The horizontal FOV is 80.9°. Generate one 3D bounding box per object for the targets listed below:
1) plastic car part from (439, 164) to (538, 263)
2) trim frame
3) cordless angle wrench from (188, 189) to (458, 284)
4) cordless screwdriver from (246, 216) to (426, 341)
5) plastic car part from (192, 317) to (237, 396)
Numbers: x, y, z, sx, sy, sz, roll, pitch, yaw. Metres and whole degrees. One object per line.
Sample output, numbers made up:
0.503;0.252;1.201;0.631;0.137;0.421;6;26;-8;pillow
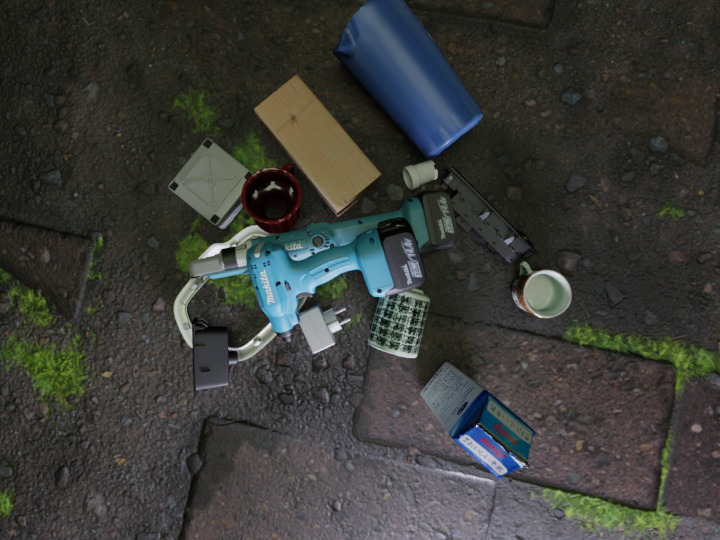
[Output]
0.200;-0.084;0.684;0.205;0.065;0.067;42;99;4;plastic car part
-0.203;0.039;0.715;0.248;0.027;0.186;-45;85;1;trim frame
-0.066;-0.043;0.677;0.422;0.074;0.098;-11;88;-1;cordless angle wrench
-0.033;0.017;0.623;0.251;0.075;0.155;-11;110;8;cordless screwdriver
-0.233;0.135;0.676;0.069;0.067;0.116;-5;91;-14;plastic car part
